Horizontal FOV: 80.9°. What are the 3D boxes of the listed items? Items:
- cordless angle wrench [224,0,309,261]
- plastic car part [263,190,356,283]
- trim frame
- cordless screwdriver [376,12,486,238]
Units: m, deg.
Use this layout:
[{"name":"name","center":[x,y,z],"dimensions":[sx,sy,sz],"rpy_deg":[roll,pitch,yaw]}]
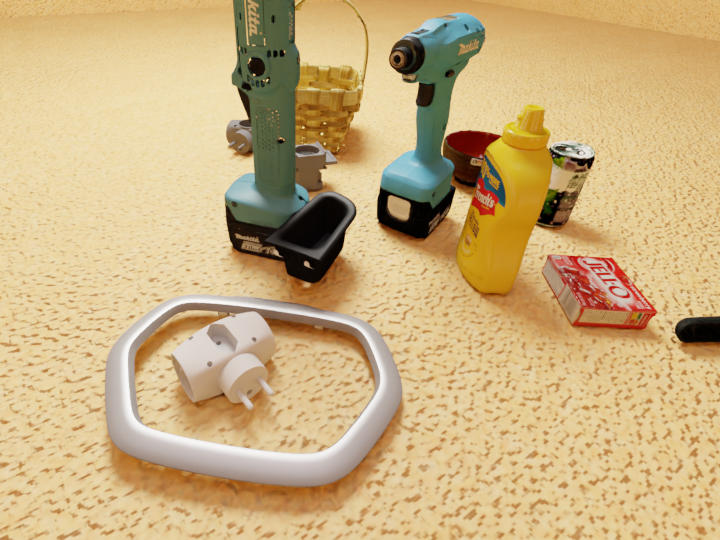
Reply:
[{"name":"cordless angle wrench","center":[-0.090,-0.199,0.403],"dimensions":[0.100,0.411,0.075],"rpy_deg":[13,38,9]},{"name":"plastic car part","center":[-0.046,-0.030,0.467],"dimensions":[0.068,0.069,0.115],"rpy_deg":[19,41,18]},{"name":"trim frame","center":[-0.090,0.083,0.357],"dimensions":[0.250,0.027,0.188],"rpy_deg":[5,38,3]},{"name":"cordless screwdriver","center":[0.067,-0.152,0.487],"dimensions":[0.078,0.242,0.156],"rpy_deg":[26,42,24]}]
